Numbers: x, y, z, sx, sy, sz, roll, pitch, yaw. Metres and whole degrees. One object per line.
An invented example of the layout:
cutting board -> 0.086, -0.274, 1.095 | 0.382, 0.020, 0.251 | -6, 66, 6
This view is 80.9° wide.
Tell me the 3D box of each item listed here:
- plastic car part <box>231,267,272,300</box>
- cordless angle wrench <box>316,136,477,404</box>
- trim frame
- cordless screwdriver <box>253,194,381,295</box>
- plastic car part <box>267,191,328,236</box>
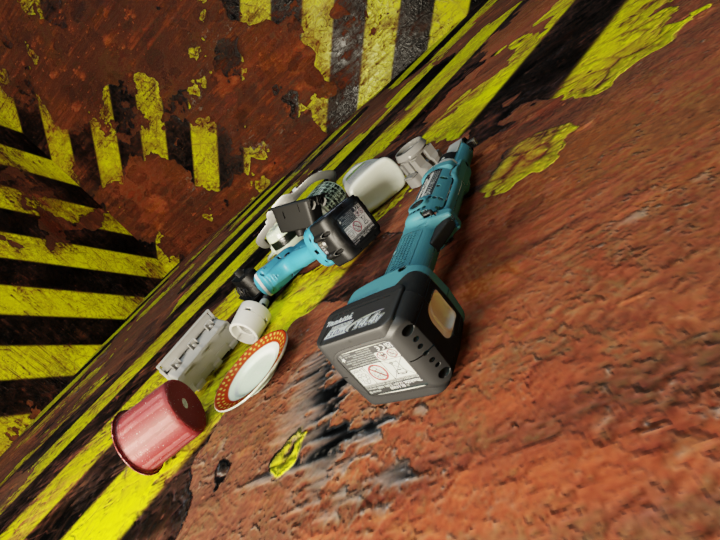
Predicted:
plastic car part -> -0.230, 0.022, 0.876 | 0.066, 0.065, 0.210 | -41, 17, -19
cordless angle wrench -> 0.080, -0.054, 0.470 | 0.101, 0.072, 0.424 | -27, 23, 38
trim frame -> -0.145, -0.139, 0.971 | 0.250, 0.028, 0.178 | -43, -11, 19
cordless screwdriver -> -0.070, -0.046, 0.720 | 0.256, 0.073, 0.157 | -26, 16, 47
plastic car part -> -0.116, -0.102, 0.811 | 0.121, 0.070, 0.064 | -12, 10, 35
